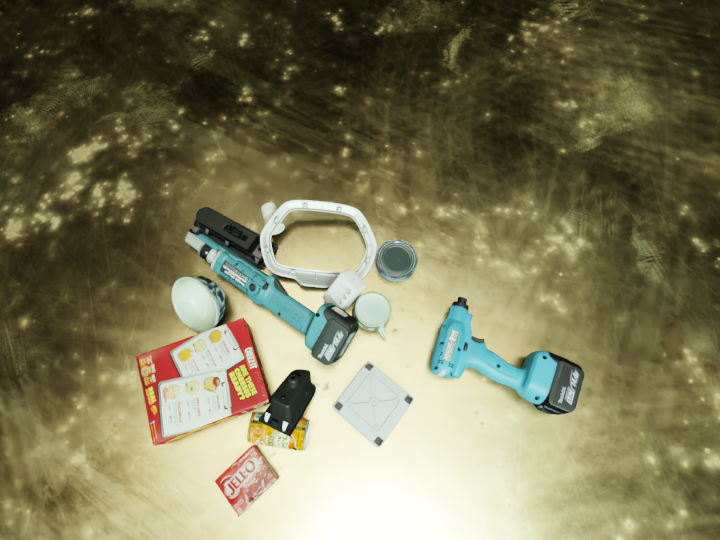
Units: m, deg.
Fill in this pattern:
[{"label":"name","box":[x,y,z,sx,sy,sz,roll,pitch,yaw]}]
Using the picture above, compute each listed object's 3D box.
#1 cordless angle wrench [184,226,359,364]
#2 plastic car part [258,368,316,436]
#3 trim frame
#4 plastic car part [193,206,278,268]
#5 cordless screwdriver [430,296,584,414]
[{"label":"cordless angle wrench","box":[-0.204,0.032,0.860,0.438,0.072,0.098,32,99,18]},{"label":"plastic car part","box":[-0.125,0.221,0.759,0.068,0.069,0.116,17,39,17]},{"label":"trim frame","box":[-0.087,-0.057,0.894,0.246,0.027,0.185,6,82,-5]},{"label":"plastic car part","box":[-0.284,-0.081,0.922,0.209,0.065,0.066,28,78,15]},{"label":"cordless screwdriver","box":[0.271,0.157,0.792,0.255,0.072,0.160,18,70,13]}]
